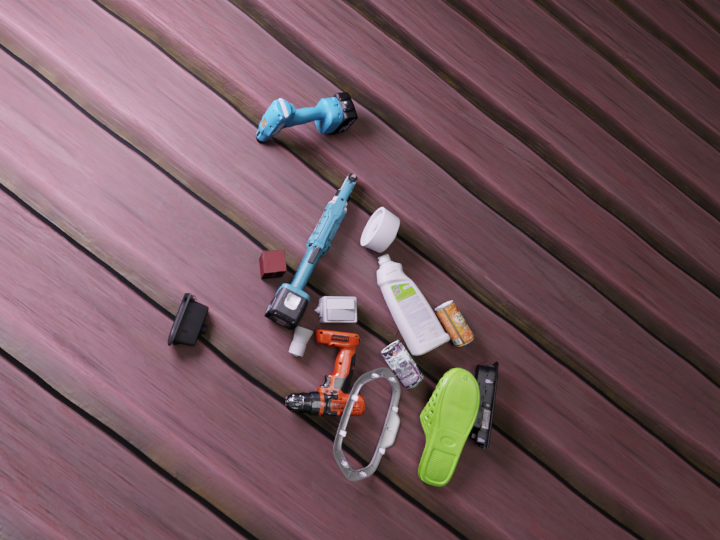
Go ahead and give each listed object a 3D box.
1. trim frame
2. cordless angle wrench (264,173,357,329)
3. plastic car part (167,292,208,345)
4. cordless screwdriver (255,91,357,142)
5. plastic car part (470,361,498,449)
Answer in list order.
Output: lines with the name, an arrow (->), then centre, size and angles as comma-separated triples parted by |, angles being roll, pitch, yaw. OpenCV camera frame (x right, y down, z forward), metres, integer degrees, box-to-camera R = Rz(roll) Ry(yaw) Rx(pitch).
trim frame -> 0.023, 0.339, 0.940 | 0.174, 0.029, 0.250 | 35, 66, -38
cordless angle wrench -> -0.100, -0.065, 1.021 | 0.073, 0.099, 0.425 | 28, 67, -9
plastic car part -> -0.371, 0.113, 0.928 | 0.068, 0.068, 0.117 | 19, 76, -25
cordless screwdriver -> -0.141, -0.379, 1.074 | 0.240, 0.164, 0.075 | -19, 88, -34
plastic car part -> 0.294, 0.318, 1.028 | 0.069, 0.064, 0.204 | 14, 73, 15
